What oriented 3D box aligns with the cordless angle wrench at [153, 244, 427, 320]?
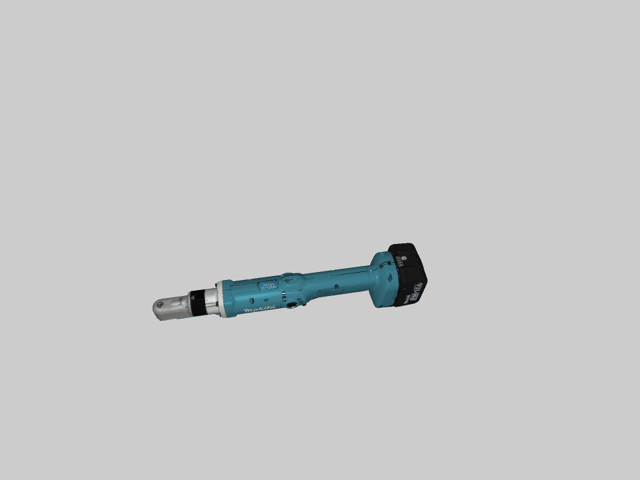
[{"bbox_3d":[-0.047,0.081,0.676,0.423,0.074,0.098,-7,-36,-8],"label":"cordless angle wrench"}]
